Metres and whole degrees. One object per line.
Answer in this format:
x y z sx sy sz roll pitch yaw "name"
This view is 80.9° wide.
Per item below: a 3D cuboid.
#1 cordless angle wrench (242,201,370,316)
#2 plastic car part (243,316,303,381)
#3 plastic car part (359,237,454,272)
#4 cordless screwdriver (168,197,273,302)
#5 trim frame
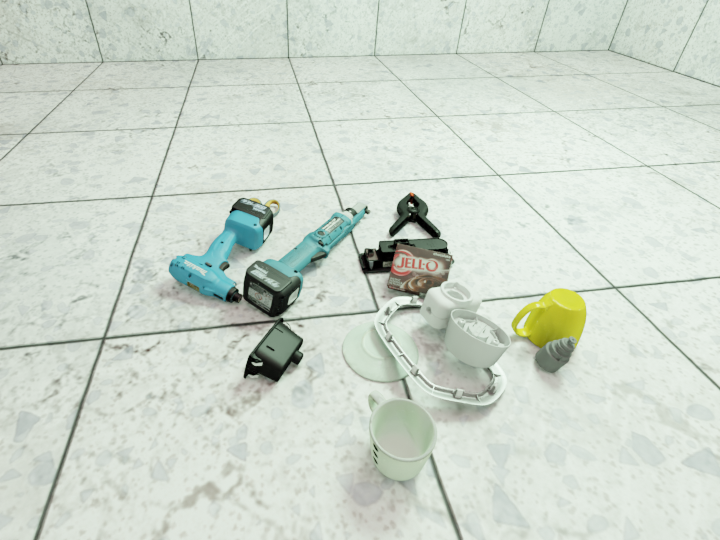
-0.090 -0.059 0.925 0.101 0.073 0.417 28 41 13 "cordless angle wrench"
-0.132 0.134 0.699 0.072 0.065 0.115 30 41 9 "plastic car part"
0.103 -0.040 0.914 0.201 0.065 0.069 -1 31 -7 "plastic car part"
-0.263 -0.043 0.895 0.163 0.073 0.248 23 49 11 "cordless screwdriver"
0.132 0.123 0.719 0.177 0.027 0.262 -8 37 -28 "trim frame"
